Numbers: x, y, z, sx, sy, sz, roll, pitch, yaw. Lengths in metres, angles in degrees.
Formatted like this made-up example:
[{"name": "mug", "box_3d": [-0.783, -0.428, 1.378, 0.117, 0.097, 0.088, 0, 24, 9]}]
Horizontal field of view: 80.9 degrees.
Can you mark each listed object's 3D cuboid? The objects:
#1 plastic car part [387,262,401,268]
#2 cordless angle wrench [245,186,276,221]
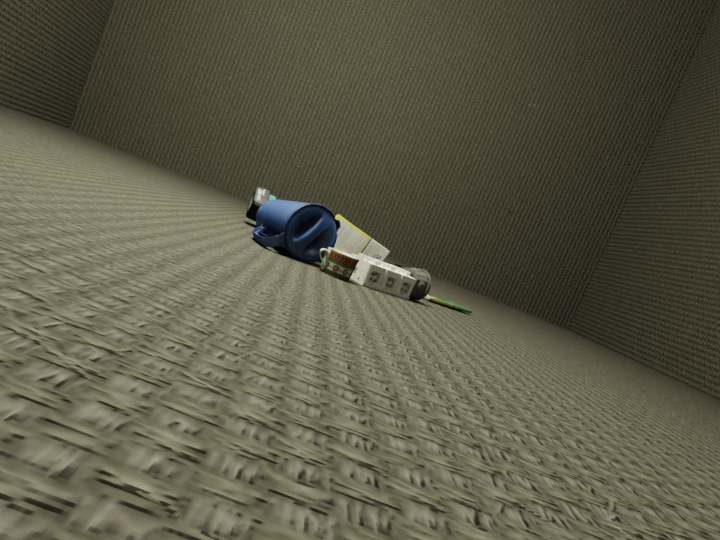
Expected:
[{"name": "plastic car part", "box_3d": [0.099, 0.009, 1.298, 0.066, 0.067, 0.204, 15, 3, -5]}, {"name": "cordless angle wrench", "box_3d": [-0.156, -0.141, 1.364, 0.409, 0.074, 0.101, 21, 39, -18]}]
